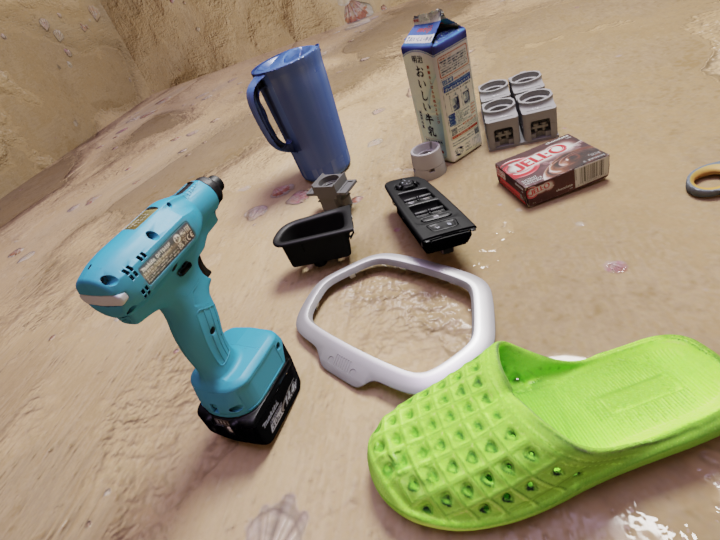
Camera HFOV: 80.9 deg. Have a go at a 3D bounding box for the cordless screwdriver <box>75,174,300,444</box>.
[{"bbox_3d":[-0.135,0.041,0.409,0.077,0.238,0.160,-2,39,26],"label":"cordless screwdriver"}]

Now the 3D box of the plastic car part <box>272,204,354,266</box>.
[{"bbox_3d":[-0.060,-0.039,0.612,0.118,0.068,0.068,-16,36,10],"label":"plastic car part"}]

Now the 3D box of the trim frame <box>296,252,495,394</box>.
[{"bbox_3d":[0.031,0.050,0.486,0.263,0.026,0.182,18,53,43],"label":"trim frame"}]

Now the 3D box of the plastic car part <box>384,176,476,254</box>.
[{"bbox_3d":[0.088,-0.077,0.580,0.066,0.064,0.212,-22,36,1],"label":"plastic car part"}]
